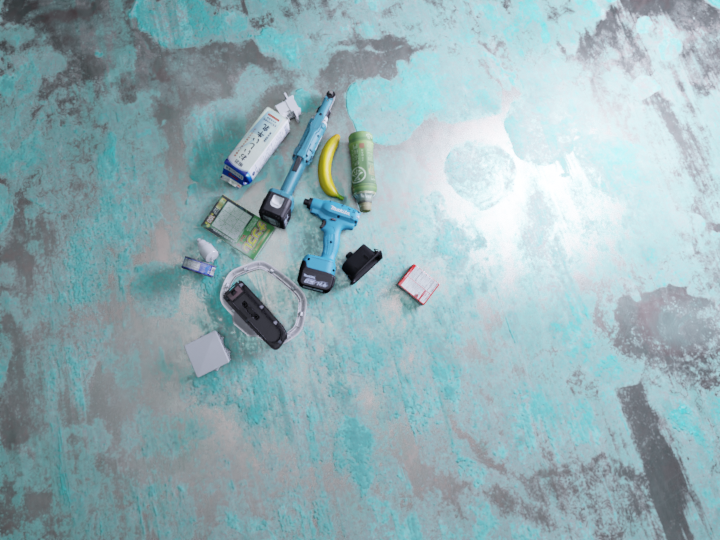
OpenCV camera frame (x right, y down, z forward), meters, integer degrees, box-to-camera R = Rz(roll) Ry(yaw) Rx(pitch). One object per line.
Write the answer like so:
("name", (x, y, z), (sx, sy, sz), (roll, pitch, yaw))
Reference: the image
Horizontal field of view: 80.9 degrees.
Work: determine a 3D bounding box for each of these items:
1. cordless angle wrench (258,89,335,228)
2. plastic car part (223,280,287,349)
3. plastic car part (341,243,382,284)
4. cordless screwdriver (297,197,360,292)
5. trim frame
("cordless angle wrench", (-0.159, -0.321, 1.174), (0.075, 0.097, 0.425), (22, 76, -1))
("plastic car part", (-0.266, 0.114, 1.083), (0.066, 0.067, 0.205), (-43, 86, -15))
("plastic car part", (-0.005, -0.025, 1.135), (0.116, 0.064, 0.074), (-40, 70, -4))
("cordless screwdriver", (-0.111, -0.072, 1.133), (0.160, 0.073, 0.250), (18, 76, 2))
("trim frame", (-0.257, 0.086, 1.126), (0.251, 0.027, 0.184), (39, 83, 4))
